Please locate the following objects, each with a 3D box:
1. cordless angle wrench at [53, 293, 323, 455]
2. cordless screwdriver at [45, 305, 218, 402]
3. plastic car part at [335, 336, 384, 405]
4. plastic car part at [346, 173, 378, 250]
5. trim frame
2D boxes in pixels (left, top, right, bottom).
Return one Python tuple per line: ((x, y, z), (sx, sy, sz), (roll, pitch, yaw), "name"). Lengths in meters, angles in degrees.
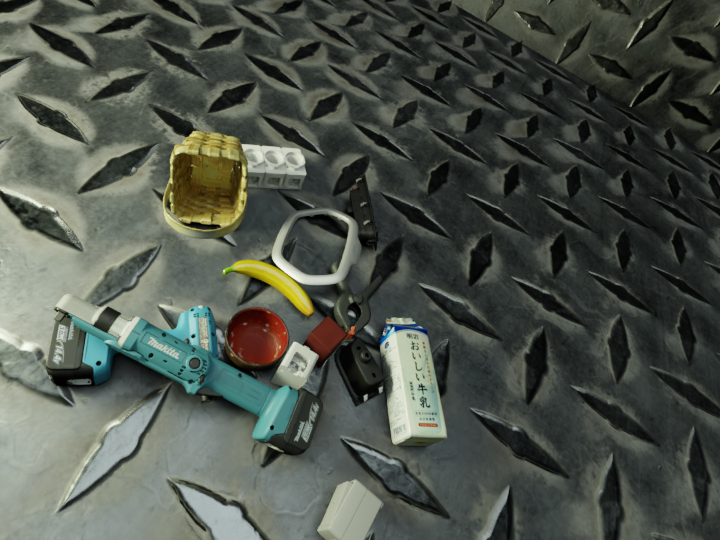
((-0.258, 0.149, 0.647), (0.414, 0.075, 0.099), (32, 57, -11), "cordless angle wrench")
((-0.353, 0.143, 0.676), (0.239, 0.074, 0.165), (-1, 60, -26), "cordless screwdriver")
((0.002, 0.177, 0.785), (0.064, 0.071, 0.120), (-16, 66, -33), "plastic car part")
((0.004, -0.140, 1.023), (0.066, 0.065, 0.211), (-7, 56, -11), "plastic car part")
((-0.090, -0.059, 0.922), (0.186, 0.027, 0.253), (9, 43, 4), "trim frame")
